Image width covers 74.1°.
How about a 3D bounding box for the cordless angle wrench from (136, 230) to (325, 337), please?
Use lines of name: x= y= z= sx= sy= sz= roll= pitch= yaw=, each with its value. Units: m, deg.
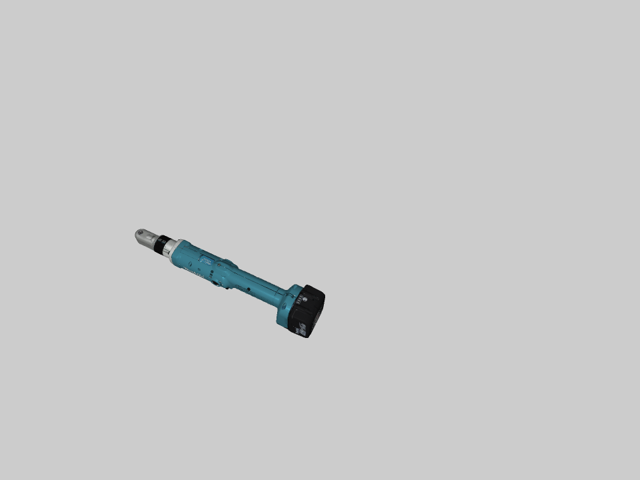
cordless angle wrench: x=-0.198 y=0.068 z=0.862 sx=0.423 sy=0.074 sz=0.098 roll=23 pitch=-31 yaw=10
